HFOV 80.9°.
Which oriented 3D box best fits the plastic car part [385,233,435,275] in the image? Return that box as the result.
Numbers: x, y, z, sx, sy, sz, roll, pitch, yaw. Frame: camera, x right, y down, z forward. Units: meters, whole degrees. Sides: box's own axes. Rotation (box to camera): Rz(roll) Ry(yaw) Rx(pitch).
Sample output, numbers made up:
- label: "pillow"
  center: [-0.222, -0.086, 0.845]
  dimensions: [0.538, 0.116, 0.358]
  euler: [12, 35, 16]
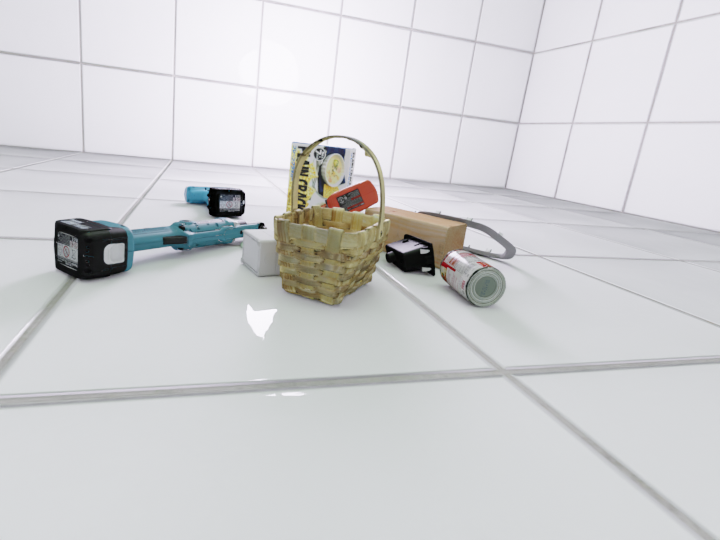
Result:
- label: "plastic car part"
  center: [0.088, -0.030, 0.834]
  dimensions: [0.069, 0.064, 0.122]
  euler: [-14, 20, -18]

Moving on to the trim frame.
- label: "trim frame"
  center: [0.234, -0.082, 0.980]
  dimensions: [0.262, 0.027, 0.174]
  euler: [18, -17, 38]

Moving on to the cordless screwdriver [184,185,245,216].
- label: "cordless screwdriver"
  center: [-0.396, -0.208, 1.217]
  dimensions: [0.152, 0.073, 0.263]
  euler: [-5, 16, -35]

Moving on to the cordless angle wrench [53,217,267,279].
- label: "cordless angle wrench"
  center: [-0.321, -0.064, 0.775]
  dimensions: [0.102, 0.073, 0.409]
  euler: [14, 16, 25]
